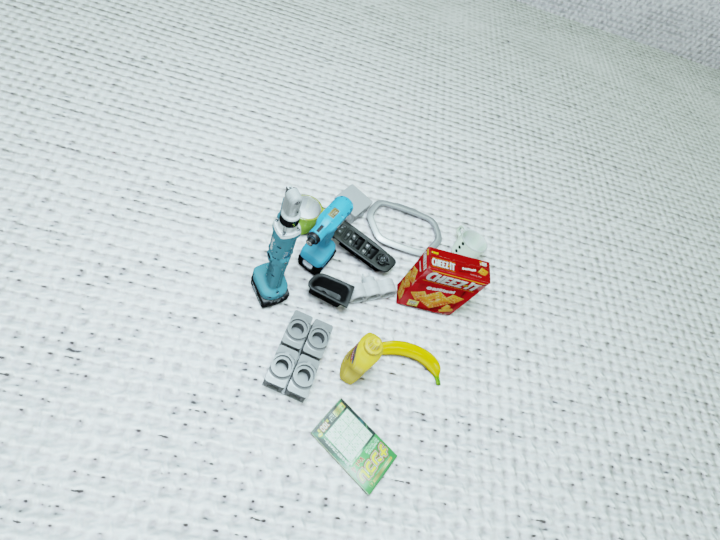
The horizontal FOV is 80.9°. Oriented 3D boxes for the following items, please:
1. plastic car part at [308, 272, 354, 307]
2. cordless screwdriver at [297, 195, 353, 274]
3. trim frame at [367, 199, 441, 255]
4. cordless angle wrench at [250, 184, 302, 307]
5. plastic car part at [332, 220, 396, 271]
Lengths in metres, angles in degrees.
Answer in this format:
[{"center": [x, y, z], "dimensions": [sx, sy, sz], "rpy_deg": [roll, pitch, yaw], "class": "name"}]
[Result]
[{"center": [-0.085, 0.057, 1.106], "dimensions": [0.116, 0.070, 0.066], "rpy_deg": [24, 57, -1], "class": "plastic car part"}, {"center": [-0.105, -0.069, 1.072], "dimensions": [0.075, 0.247, 0.158], "rpy_deg": [37, 57, 3], "class": "cordless screwdriver"}, {"center": [0.136, -0.134, 1.303], "dimensions": [0.246, 0.027, 0.187], "rpy_deg": [16, 57, -5], "class": "trim frame"}, {"center": [-0.179, -0.041, 0.933], "dimensions": [0.072, 0.421, 0.101], "rpy_deg": [-18, 70, -27], "class": "cordless angle wrench"}, {"center": [0.003, -0.059, 1.201], "dimensions": [0.206, 0.066, 0.066], "rpy_deg": [34, 57, 7], "class": "plastic car part"}]
